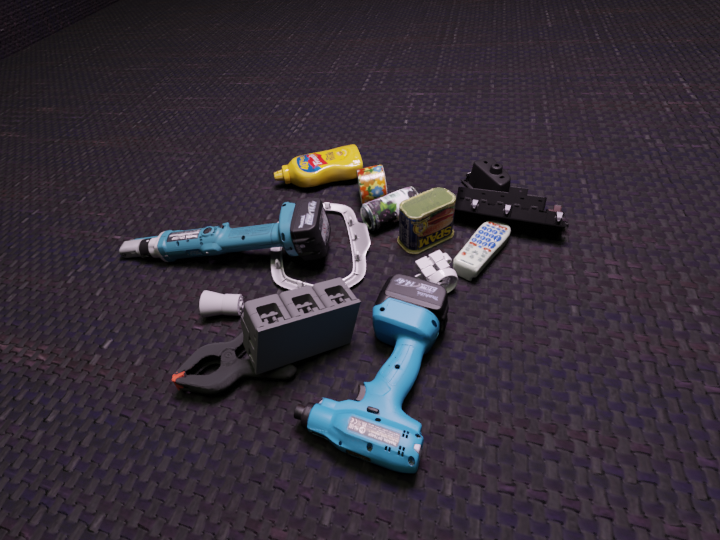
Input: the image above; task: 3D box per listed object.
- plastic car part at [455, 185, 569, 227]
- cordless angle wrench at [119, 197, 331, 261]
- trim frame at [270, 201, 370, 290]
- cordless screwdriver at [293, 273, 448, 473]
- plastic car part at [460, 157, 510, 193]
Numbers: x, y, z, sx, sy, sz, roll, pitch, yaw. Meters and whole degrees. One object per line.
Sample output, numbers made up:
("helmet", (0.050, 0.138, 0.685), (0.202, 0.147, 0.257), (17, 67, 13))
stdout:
("plastic car part", (0.255, -0.116, 0.748), (0.211, 0.066, 0.065), (9, 20, 24))
("cordless angle wrench", (-0.269, -0.056, 0.781), (0.433, 0.071, 0.100), (-5, 47, 16))
("trim frame", (-0.076, -0.050, 0.781), (0.184, 0.026, 0.258), (-9, 44, 0))
("cordless screwdriver", (0.024, 0.120, 0.568), (0.165, 0.071, 0.250), (10, 53, 19))
("plastic car part", (0.253, -0.176, 0.812), (0.065, 0.068, 0.122), (-17, 43, -8))
